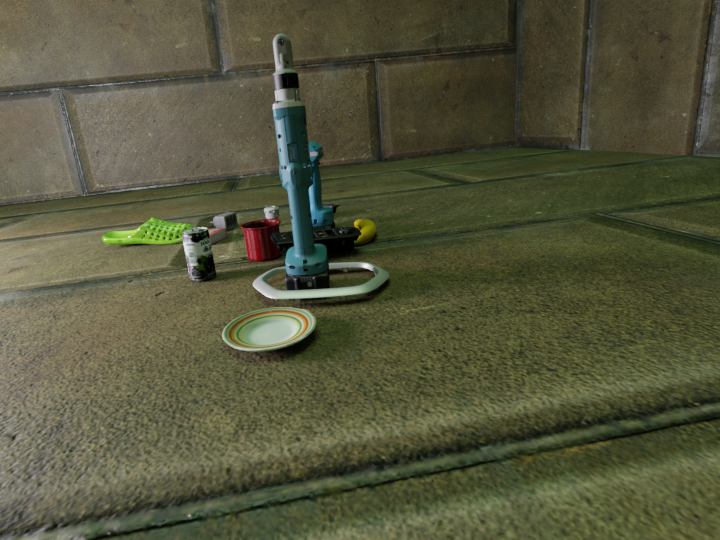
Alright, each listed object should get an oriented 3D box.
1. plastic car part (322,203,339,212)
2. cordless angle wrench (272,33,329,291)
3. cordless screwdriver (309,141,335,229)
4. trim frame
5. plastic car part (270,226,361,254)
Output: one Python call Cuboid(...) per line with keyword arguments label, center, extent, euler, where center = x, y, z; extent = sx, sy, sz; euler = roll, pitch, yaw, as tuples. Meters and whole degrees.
Cuboid(label="plastic car part", center=(-0.122, -0.151, 1.198), extent=(0.121, 0.069, 0.064), euler=(4, 20, 26))
Cuboid(label="cordless angle wrench", center=(-0.106, -0.162, 0.701), extent=(0.074, 0.415, 0.100), euler=(-5, 16, -1))
Cuboid(label="cordless screwdriver", center=(-0.109, -0.195, 1.055), extent=(0.075, 0.244, 0.161), euler=(-3, 17, 5))
Cuboid(label="trim frame", center=(-0.072, 0.017, 0.769), extent=(0.249, 0.027, 0.188), euler=(-6, 19, 0))
Cuboid(label="plastic car part", center=(-0.091, -0.060, 0.934), extent=(0.199, 0.066, 0.069), euler=(-12, 19, -16))
